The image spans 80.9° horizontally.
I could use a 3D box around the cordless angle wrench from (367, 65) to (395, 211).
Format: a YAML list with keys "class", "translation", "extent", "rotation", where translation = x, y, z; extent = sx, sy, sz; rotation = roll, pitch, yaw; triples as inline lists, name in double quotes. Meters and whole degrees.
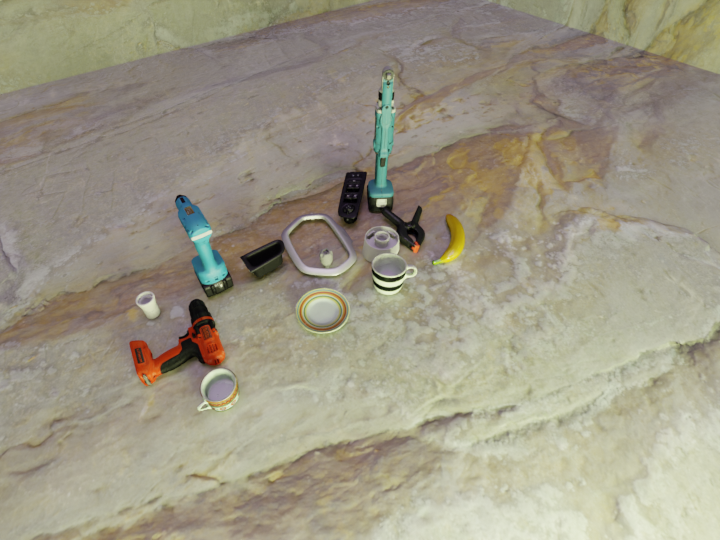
- class: "cordless angle wrench"
  translation: [0.062, -0.344, 1.151]
  extent: [0.074, 0.409, 0.101]
  rotation: [-1, 48, -2]

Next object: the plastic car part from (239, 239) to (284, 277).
- class: "plastic car part"
  translation: [-0.245, -0.023, 1.108]
  extent: [0.114, 0.068, 0.069]
  rotation: [-28, 53, -22]

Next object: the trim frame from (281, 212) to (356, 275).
- class: "trim frame"
  translation: [-0.115, -0.075, 1.176]
  extent: [0.181, 0.026, 0.262]
  rotation: [-22, 50, -16]

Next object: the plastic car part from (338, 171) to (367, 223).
- class: "plastic car part"
  translation: [-0.026, -0.216, 1.273]
  extent: [0.067, 0.065, 0.207]
  rotation: [5, 48, 6]

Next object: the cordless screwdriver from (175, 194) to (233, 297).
- class: "cordless screwdriver"
  translation: [-0.391, -0.061, 1.036]
  extent: [0.073, 0.240, 0.168]
  rotation: [-25, 52, -22]
